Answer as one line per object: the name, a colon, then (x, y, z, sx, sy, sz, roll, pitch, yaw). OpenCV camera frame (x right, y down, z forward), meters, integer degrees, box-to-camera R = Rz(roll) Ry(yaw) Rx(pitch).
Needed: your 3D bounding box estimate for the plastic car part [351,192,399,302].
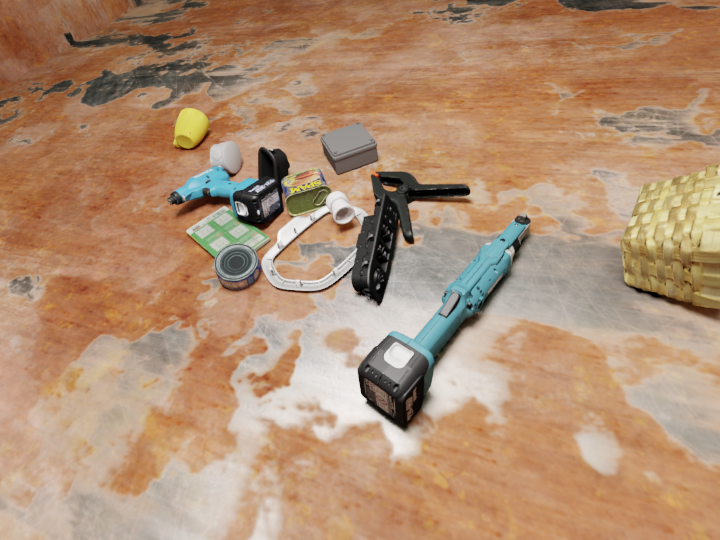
plastic car part: (0.023, -0.041, 0.752, 0.069, 0.063, 0.207, -7, 55, 22)

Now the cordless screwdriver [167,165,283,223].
cordless screwdriver: (-0.303, -0.166, 0.944, 0.262, 0.072, 0.156, 20, 44, 32)

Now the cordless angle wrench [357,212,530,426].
cordless angle wrench: (0.157, 0.041, 0.646, 0.078, 0.094, 0.417, 27, 55, 31)

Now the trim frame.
trim frame: (-0.081, -0.053, 0.827, 0.194, 0.026, 0.246, 28, 62, 35)

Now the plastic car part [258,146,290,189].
plastic car part: (-0.192, -0.228, 0.970, 0.069, 0.114, 0.069, 24, 32, 30)
